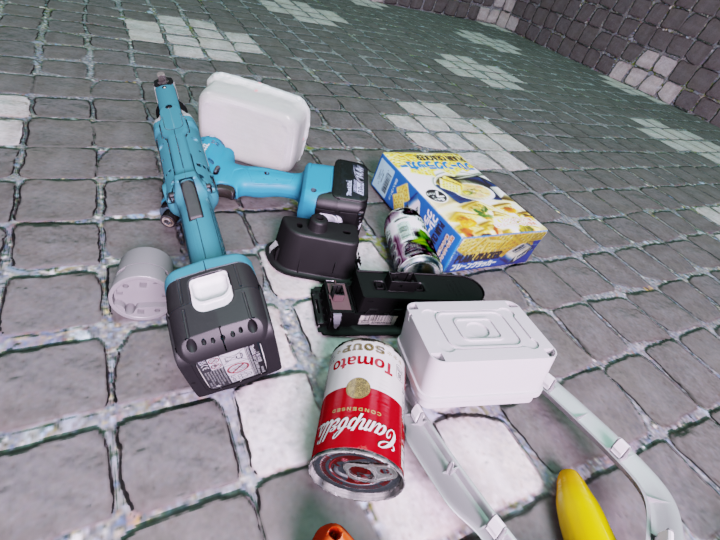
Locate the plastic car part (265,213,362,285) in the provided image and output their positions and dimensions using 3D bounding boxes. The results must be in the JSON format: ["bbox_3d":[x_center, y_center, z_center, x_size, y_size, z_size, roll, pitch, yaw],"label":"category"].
[{"bbox_3d":[-0.048,-0.031,0.491,0.114,0.070,0.068,11,38,-13],"label":"plastic car part"}]

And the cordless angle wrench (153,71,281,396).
[{"bbox_3d":[-0.181,-0.086,0.449,0.073,0.095,0.443,-17,54,-15],"label":"cordless angle wrench"}]

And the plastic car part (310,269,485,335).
[{"bbox_3d":[0.052,0.030,0.464,0.197,0.066,0.069,6,33,-17],"label":"plastic car part"}]

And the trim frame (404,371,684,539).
[{"bbox_3d":[0.129,0.141,0.349,0.179,0.027,0.262,-11,37,-22],"label":"trim frame"}]

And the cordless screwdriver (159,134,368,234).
[{"bbox_3d":[-0.118,-0.093,0.540,0.249,0.073,0.162,11,46,0],"label":"cordless screwdriver"}]
